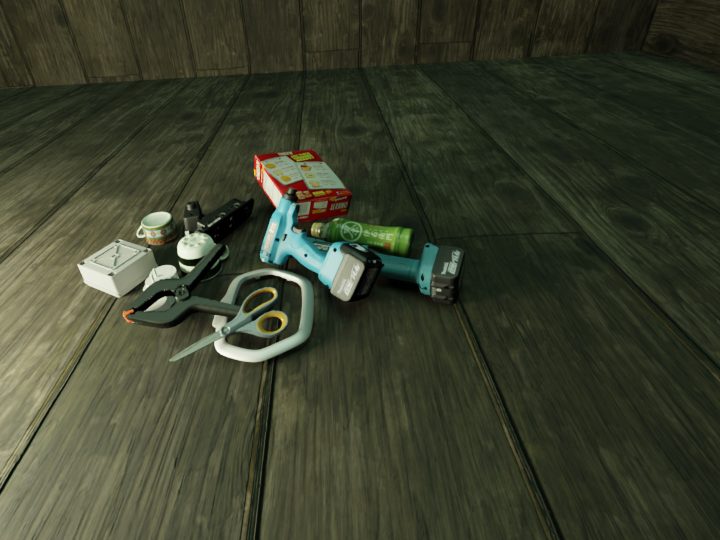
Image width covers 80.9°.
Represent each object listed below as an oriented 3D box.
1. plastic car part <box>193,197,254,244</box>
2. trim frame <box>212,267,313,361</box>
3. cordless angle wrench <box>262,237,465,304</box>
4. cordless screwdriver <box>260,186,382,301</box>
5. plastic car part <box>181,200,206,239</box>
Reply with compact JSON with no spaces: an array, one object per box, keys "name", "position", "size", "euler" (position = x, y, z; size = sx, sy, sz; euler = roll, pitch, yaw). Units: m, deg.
[{"name":"plastic car part","position":[-0.329,-0.117,1.008],"size":[0.070,0.064,0.200],"euler":[23,41,19]},{"name":"trim frame","position":[-0.177,0.072,0.776],"size":[0.184,0.027,0.257],"euler":[-4,38,-2]},{"name":"cordless angle wrench","position":[-0.016,-0.025,0.855],"size":[0.440,0.071,0.098],"euler":[10,48,23]},{"name":"cordless screwdriver","position":[-0.079,-0.052,0.807],"size":[0.261,0.158,0.071],"euler":[26,13,29]},{"name":"plastic car part","position":[-0.410,-0.131,1.037],"size":[0.065,0.069,0.122],"euler":[-10,39,-14]}]
